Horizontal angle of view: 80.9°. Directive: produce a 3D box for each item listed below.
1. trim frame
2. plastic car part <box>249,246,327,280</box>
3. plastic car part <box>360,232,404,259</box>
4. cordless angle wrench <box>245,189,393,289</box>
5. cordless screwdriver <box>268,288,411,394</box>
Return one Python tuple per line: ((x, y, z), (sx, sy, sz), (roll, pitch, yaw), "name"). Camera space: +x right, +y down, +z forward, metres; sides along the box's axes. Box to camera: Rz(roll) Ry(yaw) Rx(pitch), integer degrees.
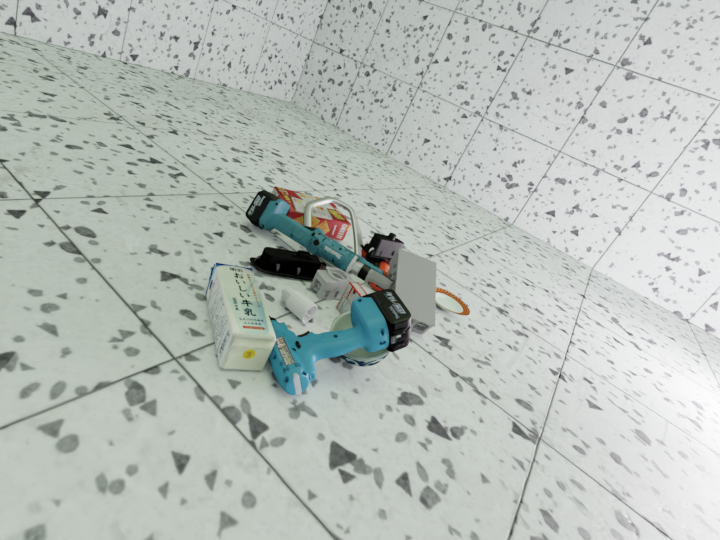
((-0.074, -0.109, 1.191), (0.178, 0.027, 0.257), (7, 54, -21), "trim frame")
((-0.159, -0.016, 0.999), (0.194, 0.066, 0.070), (6, 37, -30), "plastic car part")
((0.071, -0.072, 1.176), (0.112, 0.070, 0.069), (6, 28, -28), "plastic car part")
((-0.105, -0.069, 1.078), (0.439, 0.098, 0.071), (31, 0, 19), "cordless angle wrench")
((-0.047, 0.102, 0.739), (0.244, 0.072, 0.168), (-20, 41, -18), "cordless screwdriver")
